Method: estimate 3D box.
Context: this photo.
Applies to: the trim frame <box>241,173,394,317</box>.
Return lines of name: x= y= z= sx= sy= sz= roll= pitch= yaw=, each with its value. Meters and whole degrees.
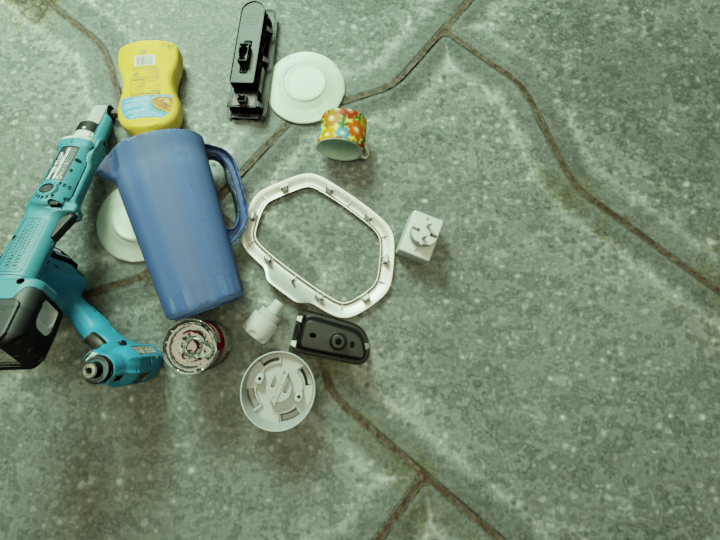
trim frame: x=-0.063 y=-0.041 z=0.640 sx=0.251 sy=0.027 sz=0.184 roll=36 pitch=82 yaw=5

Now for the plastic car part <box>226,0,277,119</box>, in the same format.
plastic car part: x=-0.179 y=-0.348 z=0.682 sx=0.068 sy=0.065 sz=0.205 roll=3 pitch=76 yaw=12

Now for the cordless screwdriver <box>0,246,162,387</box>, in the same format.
cordless screwdriver: x=-0.379 y=0.059 z=0.551 sx=0.253 sy=0.157 sz=0.074 roll=39 pitch=80 yaw=7

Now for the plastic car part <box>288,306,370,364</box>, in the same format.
plastic car part: x=-0.040 y=0.096 z=0.591 sx=0.117 sy=0.070 sz=0.066 roll=13 pitch=82 yaw=3

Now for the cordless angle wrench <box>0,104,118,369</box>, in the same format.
cordless angle wrench: x=-0.396 y=-0.087 z=0.552 sx=0.097 sy=0.072 sz=0.437 roll=-2 pitch=53 yaw=-5
